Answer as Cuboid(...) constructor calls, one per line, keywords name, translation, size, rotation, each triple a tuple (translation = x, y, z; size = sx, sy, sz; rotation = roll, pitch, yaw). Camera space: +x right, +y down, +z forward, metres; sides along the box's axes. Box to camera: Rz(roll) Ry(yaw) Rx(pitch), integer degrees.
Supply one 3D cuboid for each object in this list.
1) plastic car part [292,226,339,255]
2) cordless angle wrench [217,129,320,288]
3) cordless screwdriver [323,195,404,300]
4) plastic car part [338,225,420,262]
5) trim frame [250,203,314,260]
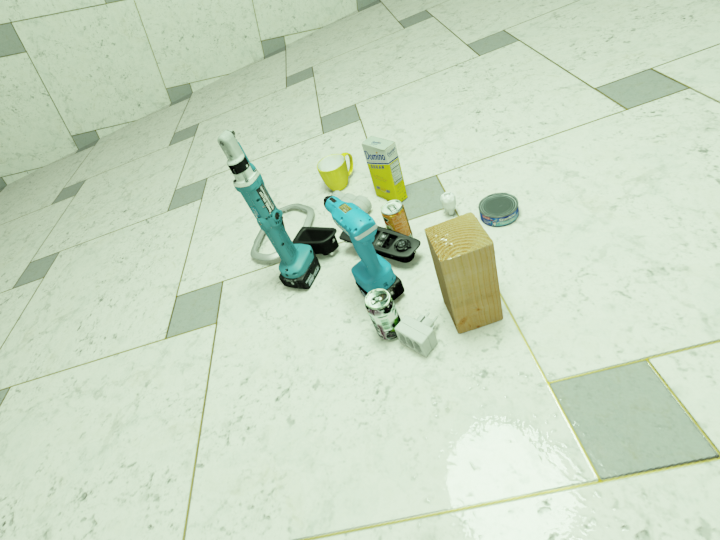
Cuboid(name="plastic car part", translation=(-0.107, -0.070, 1.093), size=(0.122, 0.067, 0.066), rotation=(6, 50, 31))
Cuboid(name="cordless angle wrench", translation=(-0.205, -0.122, 0.944), size=(0.078, 0.402, 0.098), rotation=(5, 48, 29))
Cuboid(name="cordless screwdriver", translation=(0.000, -0.043, 0.885), size=(0.074, 0.237, 0.168), rotation=(-34, 42, -11))
Cuboid(name="plastic car part", translation=(0.048, -0.063, 1.010), size=(0.214, 0.064, 0.066), rotation=(17, 56, 38))
Cuboid(name="trim frame", translation=(-0.228, -0.115, 1.231), size=(0.190, 0.026, 0.253), rotation=(-6, 46, 22))
